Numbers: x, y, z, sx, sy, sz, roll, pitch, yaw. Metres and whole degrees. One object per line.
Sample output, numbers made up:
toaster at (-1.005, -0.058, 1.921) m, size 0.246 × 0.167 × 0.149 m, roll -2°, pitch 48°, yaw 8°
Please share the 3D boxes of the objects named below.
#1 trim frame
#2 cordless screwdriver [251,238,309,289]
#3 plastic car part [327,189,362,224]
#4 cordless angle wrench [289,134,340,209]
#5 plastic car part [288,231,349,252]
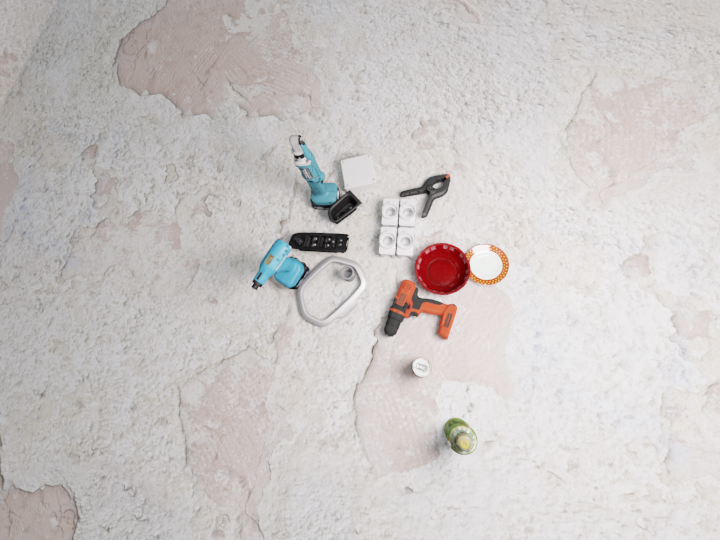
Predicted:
trim frame at (-0.095, 0.065, 1.361) m, size 0.248 × 0.026 × 0.191 m, roll -44°, pitch 70°, yaw -2°
cordless screwdriver at (-0.247, 0.008, 1.299) m, size 0.077 × 0.241 × 0.159 m, roll 31°, pitch 83°, yaw 14°
plastic car part at (-0.056, -0.199, 1.407) m, size 0.116 × 0.068 × 0.068 m, roll -41°, pitch 72°, yaw -2°
cordless angle wrench at (-0.145, -0.291, 1.273) m, size 0.100 × 0.409 × 0.075 m, roll 3°, pitch 77°, yaw 9°
plastic car part at (-0.136, -0.089, 1.395) m, size 0.208 × 0.065 × 0.067 m, roll 5°, pitch 76°, yaw 14°
